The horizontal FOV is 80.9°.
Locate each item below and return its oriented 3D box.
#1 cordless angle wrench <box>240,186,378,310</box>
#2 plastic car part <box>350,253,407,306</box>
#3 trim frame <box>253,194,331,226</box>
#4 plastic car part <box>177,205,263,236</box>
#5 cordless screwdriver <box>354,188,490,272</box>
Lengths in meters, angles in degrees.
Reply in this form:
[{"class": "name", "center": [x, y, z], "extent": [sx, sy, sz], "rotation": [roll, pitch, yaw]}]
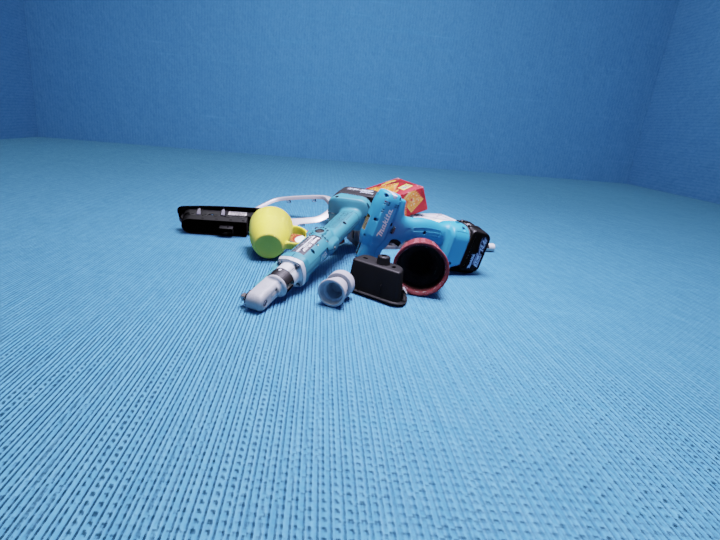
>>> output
[{"class": "cordless angle wrench", "center": [-0.075, -0.049, 0.768], "extent": [0.102, 0.072, 0.419], "rotation": [11, 33, 19]}, {"class": "plastic car part", "center": [0.029, 0.007, 0.700], "extent": [0.123, 0.070, 0.063], "rotation": [15, 21, 35]}, {"class": "trim frame", "center": [-0.177, -0.152, 1.091], "extent": [0.255, 0.026, 0.186], "rotation": [1, 32, 15]}, {"class": "plastic car part", "center": [-0.320, -0.107, 0.967], "extent": [0.203, 0.064, 0.069], "rotation": [6, 44, -1]}, {"class": "cordless screwdriver", "center": [0.114, -0.050, 0.824], "extent": [0.240, 0.158, 0.077], "rotation": [16, 17, -20]}]
